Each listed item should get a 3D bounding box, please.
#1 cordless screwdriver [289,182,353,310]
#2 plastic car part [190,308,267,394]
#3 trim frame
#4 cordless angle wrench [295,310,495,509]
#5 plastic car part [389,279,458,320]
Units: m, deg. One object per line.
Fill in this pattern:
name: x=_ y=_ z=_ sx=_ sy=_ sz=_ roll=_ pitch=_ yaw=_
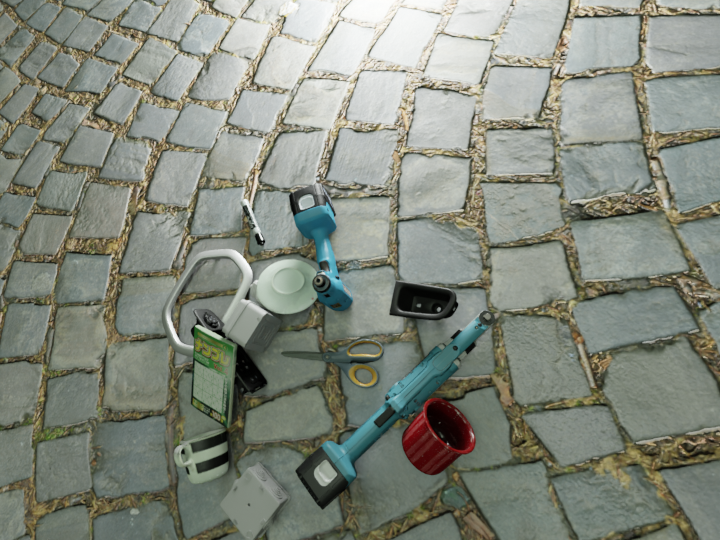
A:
cordless screwdriver: x=-0.079 y=-0.052 z=0.812 sx=0.075 sy=0.152 sz=0.256 roll=-19 pitch=68 yaw=7
plastic car part: x=-0.273 y=0.163 z=0.842 sx=0.068 sy=0.064 sz=0.208 roll=-44 pitch=75 yaw=22
trim frame: x=-0.334 y=0.066 z=0.920 sx=0.192 sy=0.026 sz=0.249 roll=25 pitch=80 yaw=23
cordless angle wrench: x=0.074 y=0.220 z=0.723 sx=0.422 sy=0.094 sz=0.077 roll=-43 pitch=69 yaw=-4
plastic car part: x=0.122 y=0.062 z=0.760 sx=0.122 sy=0.067 sz=0.066 roll=6 pitch=76 yaw=33
